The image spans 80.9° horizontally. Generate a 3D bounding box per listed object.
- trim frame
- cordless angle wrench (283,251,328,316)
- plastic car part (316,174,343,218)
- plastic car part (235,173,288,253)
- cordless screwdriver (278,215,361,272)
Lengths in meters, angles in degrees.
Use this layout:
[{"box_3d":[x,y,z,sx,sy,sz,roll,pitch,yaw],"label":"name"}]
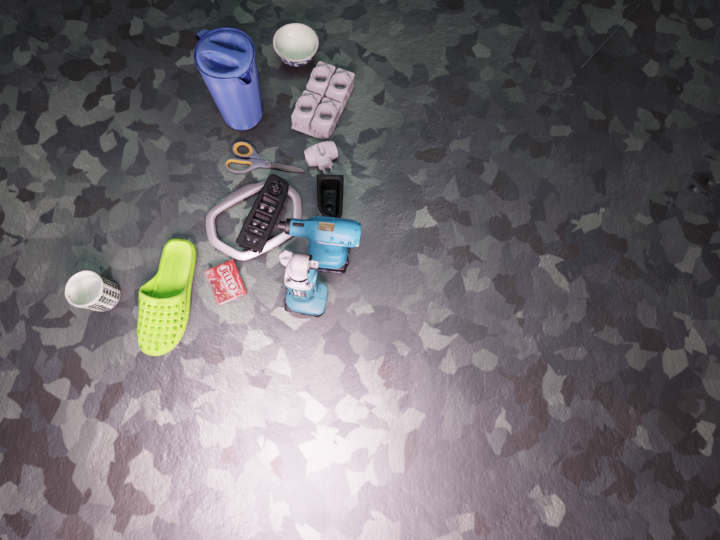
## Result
[{"box_3d":[-0.260,-0.132,1.044,0.247,0.027,0.188,-31,77,-8],"label":"trim frame"},{"box_3d":[-0.108,0.028,0.800,0.098,0.419,0.075,11,77,-3],"label":"cordless angle wrench"},{"box_3d":[-0.075,-0.169,1.033,0.066,0.070,0.118,0,76,-3],"label":"plastic car part"},{"box_3d":[-0.230,-0.136,1.025,0.067,0.066,0.204,20,76,2],"label":"plastic car part"},{"box_3d":[-0.089,-0.058,0.913,0.159,0.246,0.075,7,77,-3],"label":"cordless screwdriver"}]
